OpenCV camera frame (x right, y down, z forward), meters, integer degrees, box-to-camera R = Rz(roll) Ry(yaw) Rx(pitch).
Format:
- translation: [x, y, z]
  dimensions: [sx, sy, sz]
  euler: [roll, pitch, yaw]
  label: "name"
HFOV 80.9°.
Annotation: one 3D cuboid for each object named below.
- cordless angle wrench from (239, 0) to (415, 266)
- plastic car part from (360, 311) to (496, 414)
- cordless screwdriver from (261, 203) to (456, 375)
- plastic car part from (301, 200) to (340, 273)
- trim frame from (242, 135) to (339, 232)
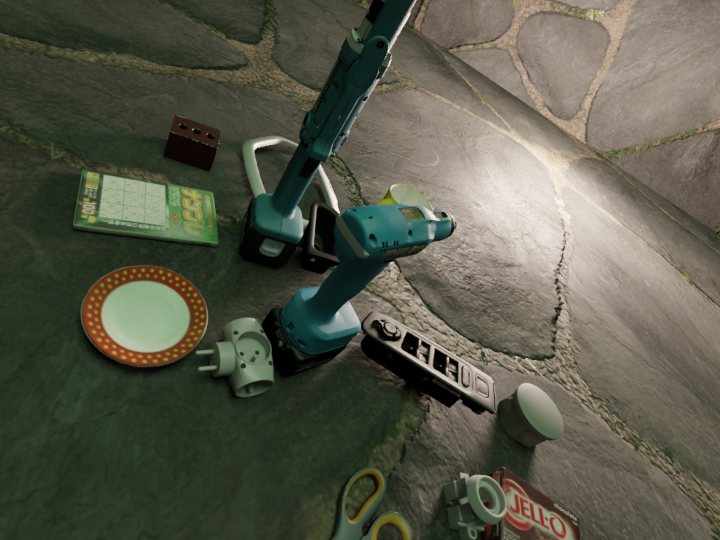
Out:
- translation: [-0.044, -0.170, 0.513]
  dimensions: [0.071, 0.424, 0.101]
  euler: [18, 43, -24]
  label: "cordless angle wrench"
- translation: [0.082, 0.128, 0.578]
  dimensions: [0.203, 0.067, 0.066]
  euler: [35, 39, 0]
  label: "plastic car part"
- translation: [-0.004, 0.019, 0.485]
  dimensions: [0.152, 0.249, 0.077]
  euler: [-10, 59, -43]
  label: "cordless screwdriver"
- translation: [-0.063, -0.041, 0.648]
  dimensions: [0.063, 0.071, 0.120]
  euler: [18, 42, -22]
  label: "plastic car part"
- translation: [-0.122, -0.162, 0.767]
  dimensions: [0.176, 0.027, 0.260]
  euler: [3, 48, -33]
  label: "trim frame"
